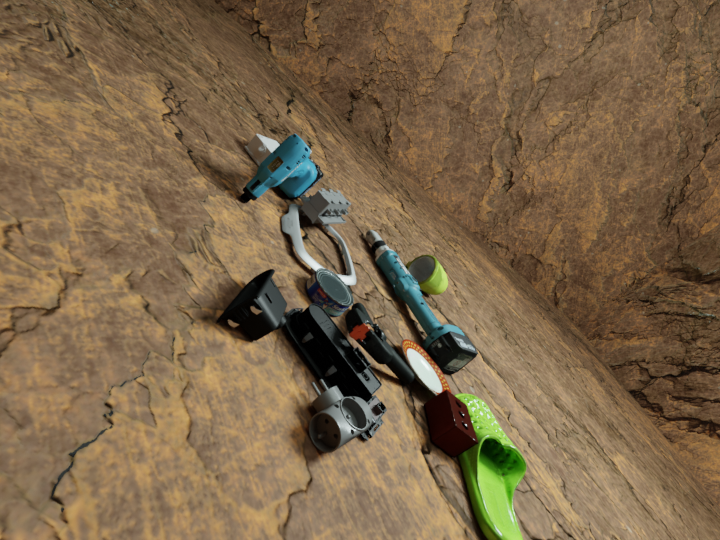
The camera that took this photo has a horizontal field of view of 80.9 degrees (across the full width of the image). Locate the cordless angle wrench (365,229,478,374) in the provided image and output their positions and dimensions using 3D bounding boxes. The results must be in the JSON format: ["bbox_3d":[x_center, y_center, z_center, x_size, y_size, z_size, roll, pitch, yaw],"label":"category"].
[{"bbox_3d":[0.109,0.041,0.990,0.092,0.075,0.445,24,26,-43],"label":"cordless angle wrench"}]

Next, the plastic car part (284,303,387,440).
[{"bbox_3d":[-0.032,0.124,0.583,0.209,0.067,0.064,47,28,17],"label":"plastic car part"}]

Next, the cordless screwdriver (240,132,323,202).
[{"bbox_3d":[-0.162,-0.196,0.894,0.074,0.159,0.248,48,5,-2],"label":"cordless screwdriver"}]

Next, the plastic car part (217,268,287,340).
[{"bbox_3d":[-0.128,0.049,0.562,0.070,0.067,0.117,57,15,-12],"label":"plastic car part"}]

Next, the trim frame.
[{"bbox_3d":[-0.086,-0.056,0.880,0.175,0.028,0.259,32,25,-30],"label":"trim frame"}]
